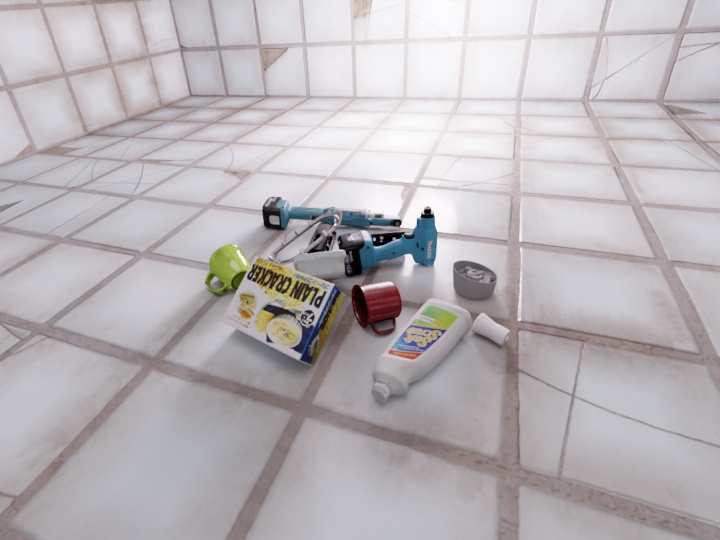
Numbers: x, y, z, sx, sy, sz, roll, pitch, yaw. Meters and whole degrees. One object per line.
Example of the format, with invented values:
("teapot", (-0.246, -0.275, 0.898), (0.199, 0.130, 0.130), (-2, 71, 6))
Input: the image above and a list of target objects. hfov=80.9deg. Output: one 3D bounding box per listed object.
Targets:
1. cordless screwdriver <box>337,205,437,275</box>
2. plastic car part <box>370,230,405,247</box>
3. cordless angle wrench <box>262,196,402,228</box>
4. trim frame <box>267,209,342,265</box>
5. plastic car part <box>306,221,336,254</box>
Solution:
("cordless screwdriver", (0.068, -0.074, 1.055), (0.248, 0.154, 0.077), (-7, 32, -2))
("plastic car part", (0.065, -0.081, 1.160), (0.119, 0.065, 0.071), (-1, 18, 11))
("cordless angle wrench", (-0.087, -0.165, 1.293), (0.431, 0.072, 0.099), (5, 34, 11))
("trim frame", (-0.152, -0.089, 1.138), (0.247, 0.026, 0.192), (-40, 25, -9))
("plastic car part", (-0.114, -0.075, 1.168), (0.068, 0.065, 0.205), (-3, 30, 13))
